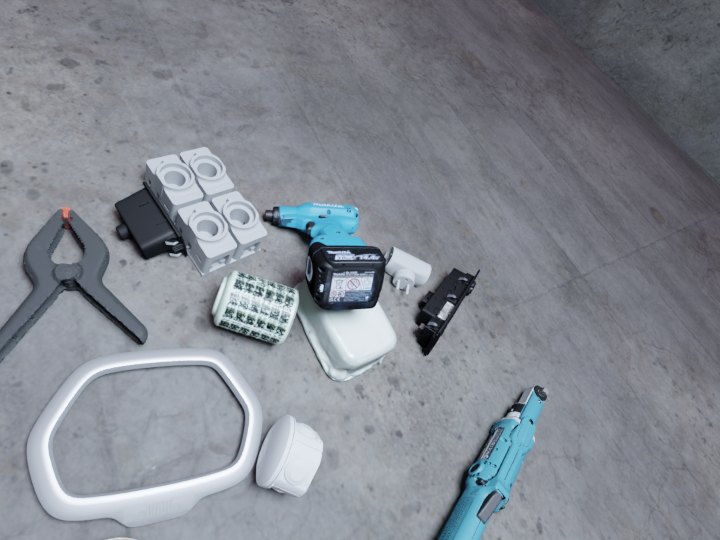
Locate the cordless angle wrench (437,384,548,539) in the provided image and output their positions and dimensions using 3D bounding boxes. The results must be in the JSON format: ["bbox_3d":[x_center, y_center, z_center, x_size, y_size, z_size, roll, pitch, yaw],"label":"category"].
[{"bbox_3d":[0.175,0.291,0.574,0.076,0.098,0.413,48,46,7],"label":"cordless angle wrench"}]

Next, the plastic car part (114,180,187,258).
[{"bbox_3d":[-0.306,-0.063,0.601,0.070,0.065,0.120,-34,74,-25],"label":"plastic car part"}]

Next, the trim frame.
[{"bbox_3d":[-0.233,0.180,0.484,0.238,0.027,0.191,0,57,-28],"label":"trim frame"}]

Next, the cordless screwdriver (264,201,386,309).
[{"bbox_3d":[-0.062,-0.041,0.636,0.156,0.073,0.259,1,28,-13],"label":"cordless screwdriver"}]

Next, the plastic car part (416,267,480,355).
[{"bbox_3d":[0.149,0.057,0.742,0.070,0.064,0.199,28,46,25],"label":"plastic car part"}]
